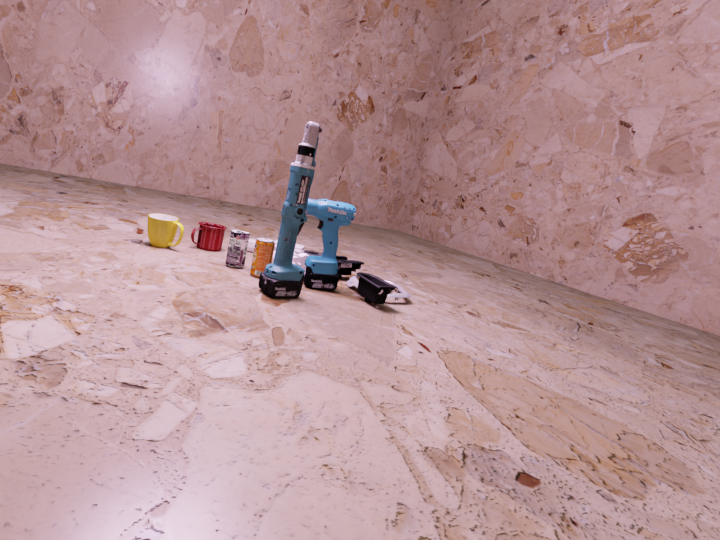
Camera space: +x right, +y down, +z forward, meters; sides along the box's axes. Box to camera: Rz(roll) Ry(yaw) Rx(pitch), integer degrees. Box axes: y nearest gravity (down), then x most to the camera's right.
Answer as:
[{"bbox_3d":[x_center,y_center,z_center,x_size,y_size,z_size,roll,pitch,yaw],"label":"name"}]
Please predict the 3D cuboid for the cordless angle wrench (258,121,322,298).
[{"bbox_3d":[-0.158,-0.144,1.017,0.093,0.420,0.078,6,11,-39],"label":"cordless angle wrench"}]

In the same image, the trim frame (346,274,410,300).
[{"bbox_3d":[0.050,0.051,1.291,0.182,0.027,0.254,10,11,-10],"label":"trim frame"}]

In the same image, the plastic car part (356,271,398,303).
[{"bbox_3d":[0.032,0.054,1.136,0.063,0.070,0.123,6,12,-36],"label":"plastic car part"}]

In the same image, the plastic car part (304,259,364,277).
[{"bbox_3d":[-0.090,-0.010,1.351,0.194,0.066,0.070,5,11,-32],"label":"plastic car part"}]

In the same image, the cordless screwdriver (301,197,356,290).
[{"bbox_3d":[-0.115,-0.075,1.174,0.156,0.247,0.076,11,9,-12],"label":"cordless screwdriver"}]
